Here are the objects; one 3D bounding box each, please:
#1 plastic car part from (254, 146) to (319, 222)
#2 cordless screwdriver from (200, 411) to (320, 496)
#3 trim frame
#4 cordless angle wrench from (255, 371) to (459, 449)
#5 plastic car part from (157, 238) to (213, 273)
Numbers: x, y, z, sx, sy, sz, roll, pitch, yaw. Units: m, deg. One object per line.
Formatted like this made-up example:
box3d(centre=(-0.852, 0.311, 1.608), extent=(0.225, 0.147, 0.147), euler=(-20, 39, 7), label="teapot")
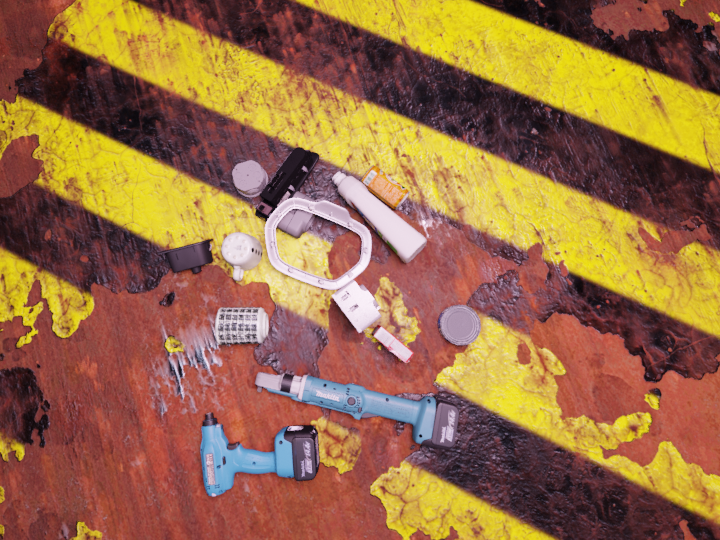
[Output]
box3d(centre=(-0.176, -0.207, 0.975), extent=(0.070, 0.063, 0.202), euler=(30, 78, 34), label="plastic car part")
box3d(centre=(-0.213, 0.367, 0.885), extent=(0.250, 0.073, 0.161), euler=(-10, 81, 5), label="cordless screwdriver")
box3d(centre=(-0.091, -0.060, 0.933), extent=(0.243, 0.028, 0.184), euler=(23, 92, -11), label="trim frame")
box3d(centre=(-0.018, 0.274, 0.893), extent=(0.428, 0.073, 0.098), euler=(12, 82, 7), label="cordless angle wrench")
box3d(centre=(-0.389, -0.027, 0.965), extent=(0.116, 0.067, 0.070), euler=(-12, 98, -4), label="plastic car part")
